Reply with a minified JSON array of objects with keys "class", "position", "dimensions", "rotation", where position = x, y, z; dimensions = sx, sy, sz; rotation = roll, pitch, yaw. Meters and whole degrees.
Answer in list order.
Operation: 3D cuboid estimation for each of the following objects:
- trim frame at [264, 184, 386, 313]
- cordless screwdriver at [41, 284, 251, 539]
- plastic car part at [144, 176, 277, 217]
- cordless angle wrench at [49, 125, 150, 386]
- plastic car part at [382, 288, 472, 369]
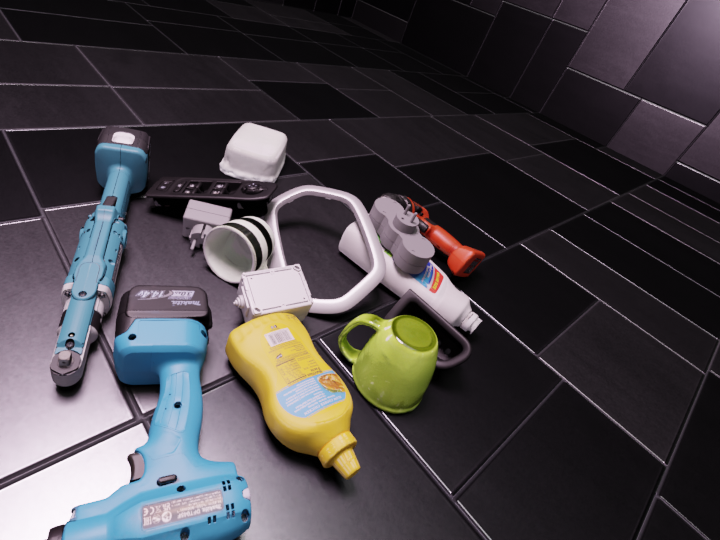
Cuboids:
[{"class":"trim frame","position":[-0.065,-0.042,0.661],"dimensions":[0.182,0.027,0.259],"rotation":[-13,58,-9]},{"class":"cordless screwdriver","position":[-0.203,0.129,0.396],"dimensions":[0.153,0.073,0.261],"rotation":[-2,45,-27]},{"class":"plastic car part","position":[-0.234,-0.113,0.680],"dimensions":[0.205,0.065,0.067],"rotation":[-1,30,7]},{"class":"cordless angle wrench","position":[-0.337,-0.046,0.556],"dimensions":[0.072,0.097,0.442],"rotation":[5,43,-23]},{"class":"plastic car part","position":[0.097,0.091,0.588],"dimensions":[0.122,0.066,0.068],"rotation":[41,0,26]}]
